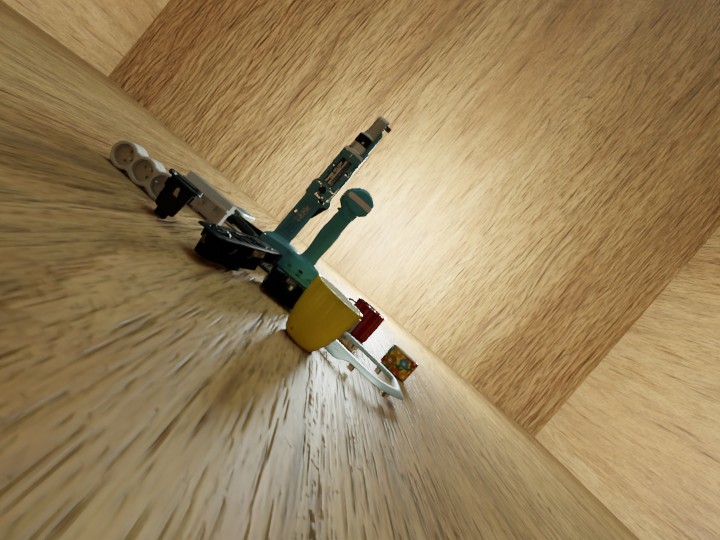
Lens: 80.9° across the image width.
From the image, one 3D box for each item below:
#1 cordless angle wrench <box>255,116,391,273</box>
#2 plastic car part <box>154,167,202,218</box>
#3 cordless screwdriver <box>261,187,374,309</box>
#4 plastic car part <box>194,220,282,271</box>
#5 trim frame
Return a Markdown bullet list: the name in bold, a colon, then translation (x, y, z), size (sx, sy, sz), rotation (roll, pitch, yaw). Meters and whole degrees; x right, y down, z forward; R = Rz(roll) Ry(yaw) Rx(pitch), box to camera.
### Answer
- **cordless angle wrench**: translation (-0.084, -0.173, 0.935), size (0.098, 0.423, 0.074), rotation (40, 2, -3)
- **plastic car part**: translation (-0.293, -0.114, 0.664), size (0.063, 0.071, 0.121), rotation (40, 1, -24)
- **cordless screwdriver**: translation (-0.077, -0.050, 0.786), size (0.073, 0.249, 0.162), rotation (40, 1, -12)
- **plastic car part**: translation (-0.201, -0.035, 0.676), size (0.068, 0.067, 0.196), rotation (41, 1, 15)
- **trim frame**: translation (-0.021, 0.142, 0.753), size (0.262, 0.027, 0.175), rotation (41, 1, 31)
